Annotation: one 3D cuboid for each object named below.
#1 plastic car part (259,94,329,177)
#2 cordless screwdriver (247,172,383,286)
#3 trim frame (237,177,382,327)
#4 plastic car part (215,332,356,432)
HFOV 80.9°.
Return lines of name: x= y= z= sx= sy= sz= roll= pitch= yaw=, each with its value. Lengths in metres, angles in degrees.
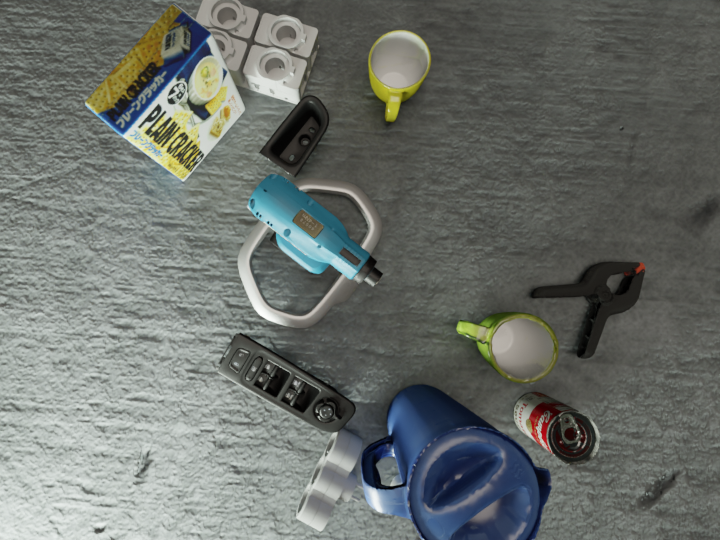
plastic car part: x=-0.092 y=-0.201 z=0.649 sx=0.066 sy=0.071 sz=0.116 roll=35 pitch=86 yaw=0
cordless screwdriver: x=-0.053 y=-0.035 z=0.544 sx=0.160 sy=0.248 sz=0.074 roll=38 pitch=85 yaw=-1
trim frame: x=-0.078 y=-0.030 z=0.654 sx=0.185 sy=0.027 sz=0.248 roll=36 pitch=86 yaw=3
plastic car part: x=-0.105 y=0.165 z=0.616 sx=0.204 sy=0.067 sz=0.066 roll=30 pitch=86 yaw=2
